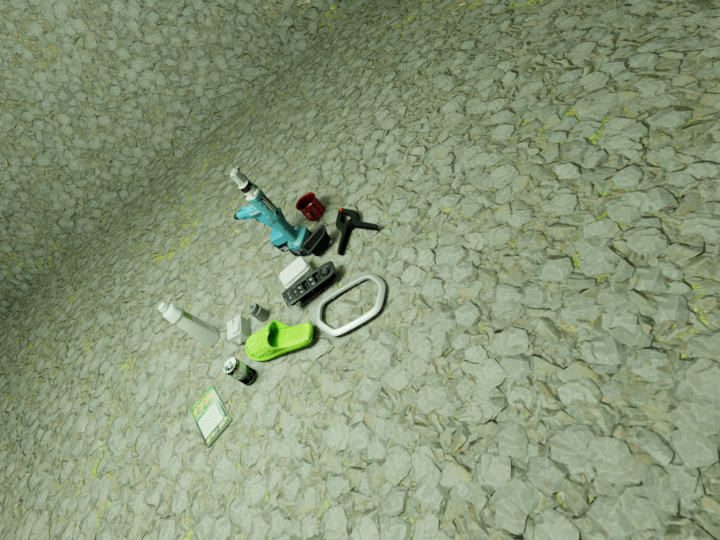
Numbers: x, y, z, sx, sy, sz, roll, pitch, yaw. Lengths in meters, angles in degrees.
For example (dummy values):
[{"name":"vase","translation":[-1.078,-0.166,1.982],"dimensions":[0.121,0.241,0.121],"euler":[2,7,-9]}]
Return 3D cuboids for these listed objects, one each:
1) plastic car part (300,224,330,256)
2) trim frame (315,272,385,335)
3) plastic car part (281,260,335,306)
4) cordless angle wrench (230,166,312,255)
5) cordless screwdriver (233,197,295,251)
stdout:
[{"name":"plastic car part","translation":[-0.148,-0.097,1.513],"dimensions":[0.116,0.067,0.070],"euler":[-48,41,-5]},{"name":"trim frame","translation":[-0.032,0.101,1.292],"dimensions":[0.251,0.026,0.193],"euler":[-33,43,11]},{"name":"plastic car part","translation":[-0.159,0.051,1.403],"dimensions":[0.203,0.063,0.070],"euler":[-38,41,5]},{"name":"cordless angle wrench","translation":[-0.306,-0.199,1.468],"dimensions":[0.078,0.400,0.099],"euler":[-4,53,36]},{"name":"cordless screwdriver","translation":[-0.352,-0.167,1.601],"dimensions":[0.164,0.235,0.076],"euler":[-18,46,25]}]
